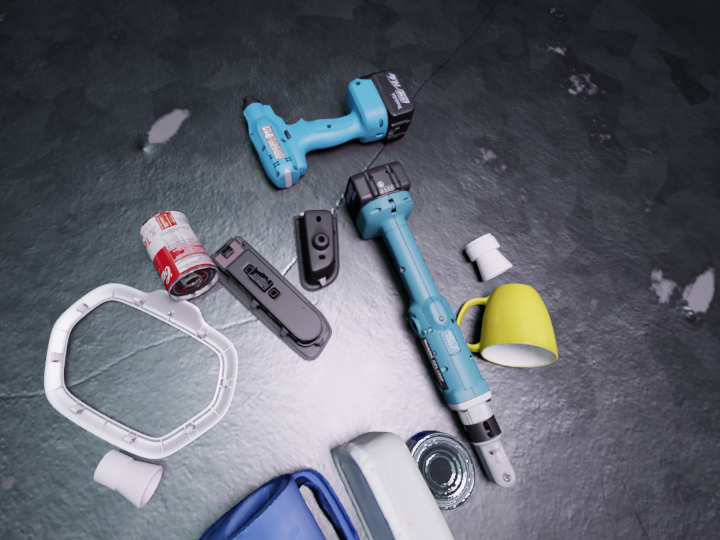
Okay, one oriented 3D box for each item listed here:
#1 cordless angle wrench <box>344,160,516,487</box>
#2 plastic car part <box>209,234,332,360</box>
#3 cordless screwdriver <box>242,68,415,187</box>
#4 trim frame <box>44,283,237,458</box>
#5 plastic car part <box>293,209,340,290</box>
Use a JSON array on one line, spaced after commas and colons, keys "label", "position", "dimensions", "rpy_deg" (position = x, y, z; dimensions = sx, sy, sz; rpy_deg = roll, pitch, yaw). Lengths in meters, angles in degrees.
[{"label": "cordless angle wrench", "position": [0.093, 0.062, 0.552], "dimensions": [0.073, 0.097, 0.432], "rpy_deg": [-20, 76, -11]}, {"label": "plastic car part", "position": [-0.117, 0.030, 0.561], "dimensions": [0.206, 0.067, 0.065], "rpy_deg": [43, 64, 7]}, {"label": "cordless screwdriver", "position": [-0.054, -0.242, 0.659], "dimensions": [0.246, 0.073, 0.163], "rpy_deg": [-25, 74, -9]}, {"label": "trim frame", "position": [-0.276, 0.116, 0.531], "dimensions": [0.252, 0.027, 0.185], "rpy_deg": [25, 69, 6]}, {"label": "plastic car part", "position": [-0.057, -0.037, 0.583], "dimensions": [0.065, 0.070, 0.119], "rpy_deg": [-3, 68, -8]}]
